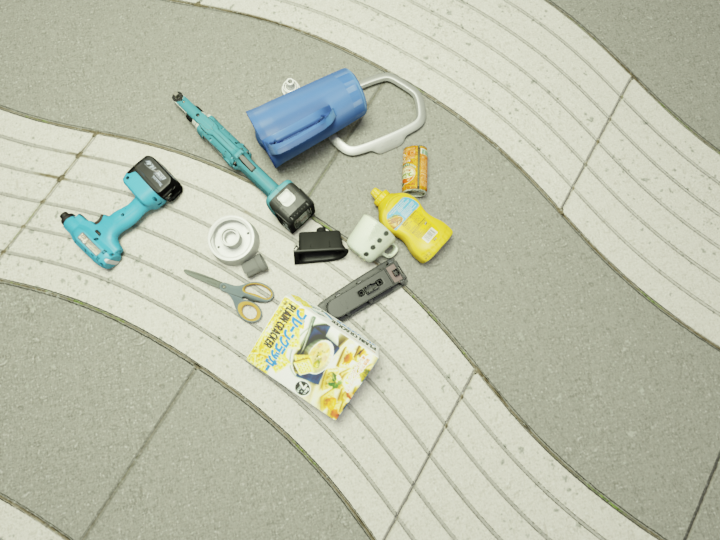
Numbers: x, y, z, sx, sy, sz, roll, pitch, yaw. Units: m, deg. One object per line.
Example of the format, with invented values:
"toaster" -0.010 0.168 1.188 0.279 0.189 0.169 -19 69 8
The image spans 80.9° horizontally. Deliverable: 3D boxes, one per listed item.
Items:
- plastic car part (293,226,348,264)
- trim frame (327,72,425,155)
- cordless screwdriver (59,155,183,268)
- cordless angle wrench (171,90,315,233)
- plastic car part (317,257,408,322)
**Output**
"plastic car part" -0.089 -0.058 0.911 0.115 0.065 0.073 -7 67 -6
"trim frame" 0.031 -0.362 0.983 0.247 0.027 0.187 -25 79 -7
"cordless screwdriver" -0.521 -0.143 0.916 0.161 0.073 0.248 41 86 6
"cordless angle wrench" -0.274 -0.255 0.935 0.432 0.096 0.074 44 81 11
"plastic car part" 0.005 0.049 0.889 0.202 0.067 0.066 -31 91 -3
